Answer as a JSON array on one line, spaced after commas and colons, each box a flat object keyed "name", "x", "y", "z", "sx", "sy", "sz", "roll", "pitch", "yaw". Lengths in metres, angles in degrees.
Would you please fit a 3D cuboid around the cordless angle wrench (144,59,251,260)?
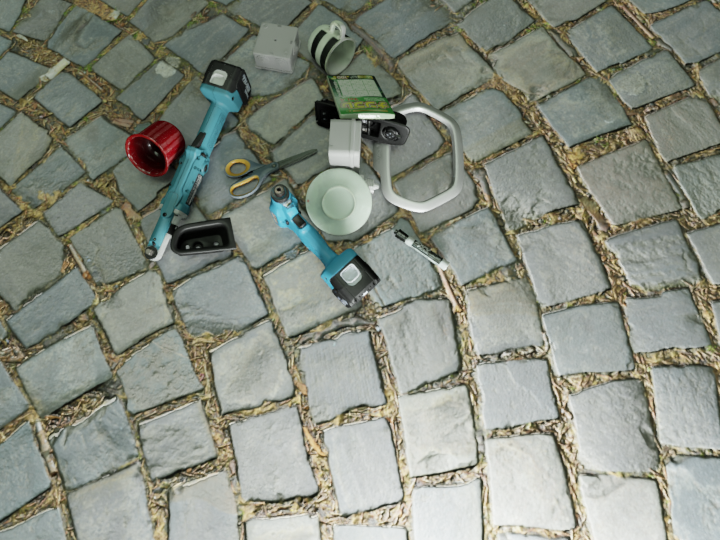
[{"name": "cordless angle wrench", "x": -0.338, "y": -0.218, "z": 0.857, "sx": 0.075, "sy": 0.097, "sz": 0.424, "roll": 19, "pitch": 81, "yaw": 3}]

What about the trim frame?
[{"name": "trim frame", "x": 0.119, "y": -0.237, "z": 0.873, "sx": 0.184, "sy": 0.027, "sz": 0.252, "roll": 1, "pitch": 77, "yaw": 1}]

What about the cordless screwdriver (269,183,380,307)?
[{"name": "cordless screwdriver", "x": -0.075, "y": -0.049, "z": 0.762, "sx": 0.074, "sy": 0.157, "sz": 0.253, "roll": -41, "pitch": 81, "yaw": -10}]

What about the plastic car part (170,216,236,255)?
[{"name": "plastic car part", "x": -0.305, "y": -0.055, "z": 0.815, "sx": 0.114, "sy": 0.071, "sz": 0.067, "roll": -10, "pitch": 76, "yaw": -19}]

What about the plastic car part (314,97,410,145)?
[{"name": "plastic car part", "x": 0.009, "y": -0.309, "z": 0.867, "sx": 0.210, "sy": 0.064, "sz": 0.067, "roll": 24, "pitch": 56, "yaw": 16}]
